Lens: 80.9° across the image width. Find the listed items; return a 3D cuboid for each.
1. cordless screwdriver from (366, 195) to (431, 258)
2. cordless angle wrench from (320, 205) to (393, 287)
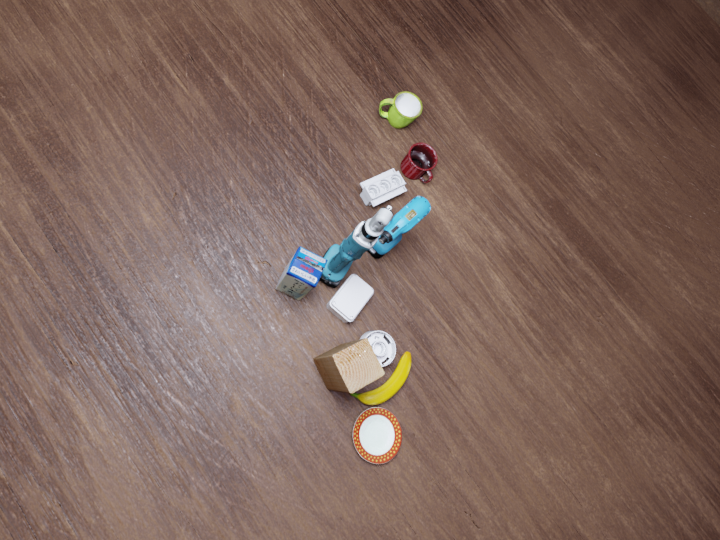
[{"bbox_3d":[0.071,-0.093,1.098,0.157,0.251,0.074,-42,91,-22],"label":"cordless screwdriver"},{"bbox_3d":[-0.019,-0.051,0.970,0.074,0.426,0.098,34,69,-8],"label":"cordless angle wrench"}]
